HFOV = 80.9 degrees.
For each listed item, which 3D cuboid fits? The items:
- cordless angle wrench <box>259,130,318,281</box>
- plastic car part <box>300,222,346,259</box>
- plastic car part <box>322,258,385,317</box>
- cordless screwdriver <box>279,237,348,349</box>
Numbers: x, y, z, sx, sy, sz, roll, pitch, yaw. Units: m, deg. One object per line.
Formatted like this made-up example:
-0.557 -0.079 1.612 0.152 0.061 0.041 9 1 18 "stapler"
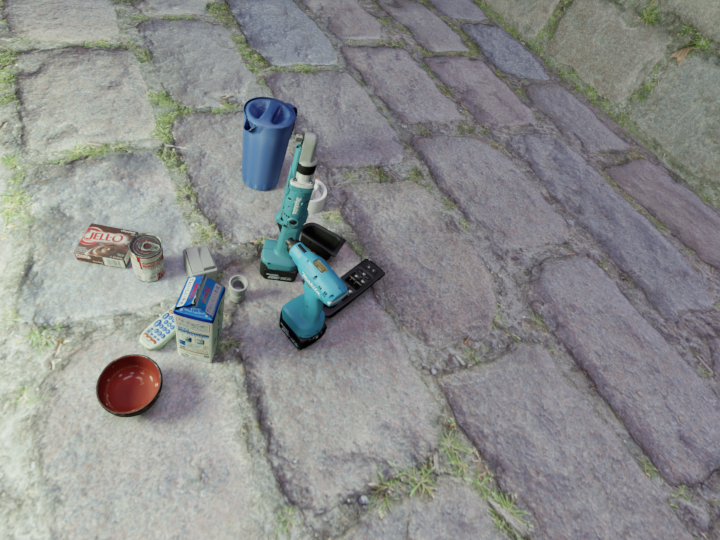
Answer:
-0.145 -0.121 0.904 0.096 0.419 0.077 10 53 -14 "cordless angle wrench"
-0.108 -0.070 1.100 0.118 0.070 0.066 30 51 7 "plastic car part"
-0.033 0.050 1.029 0.068 0.066 0.199 43 54 16 "plastic car part"
-0.120 0.052 0.888 0.072 0.246 0.165 -28 68 -34 "cordless screwdriver"
